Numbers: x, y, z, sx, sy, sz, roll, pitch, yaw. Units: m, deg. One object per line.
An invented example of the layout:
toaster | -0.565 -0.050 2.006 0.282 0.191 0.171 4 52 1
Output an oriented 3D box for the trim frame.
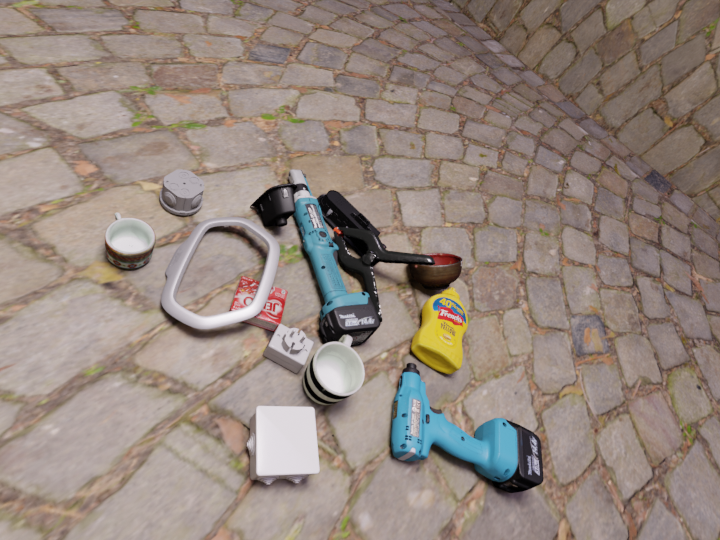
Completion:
trim frame | -0.239 -0.005 0.731 0.184 0.027 0.254 10 50 -2

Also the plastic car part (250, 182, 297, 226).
plastic car part | -0.165 -0.121 0.841 0.063 0.120 0.071 -7 84 -34

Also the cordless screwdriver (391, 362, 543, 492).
cordless screwdriver | 0.172 0.263 0.715 0.246 0.074 0.162 20 47 -6

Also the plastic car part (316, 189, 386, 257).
plastic car part | -0.021 -0.104 0.929 0.209 0.066 0.065 43 53 14

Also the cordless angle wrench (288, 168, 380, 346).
cordless angle wrench | -0.083 -0.054 0.850 0.094 0.074 0.441 -2 52 -30
